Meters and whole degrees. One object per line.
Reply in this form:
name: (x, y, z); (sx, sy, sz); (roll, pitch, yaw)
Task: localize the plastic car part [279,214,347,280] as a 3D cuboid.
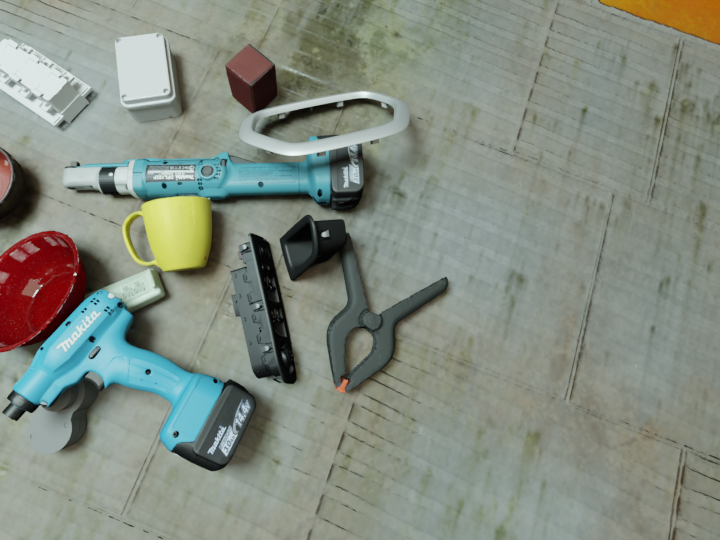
plastic car part: (-0.056, -0.037, 0.571); (0.068, 0.119, 0.067); (-12, 80, -33)

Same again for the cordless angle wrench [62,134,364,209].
cordless angle wrench: (-0.210, -0.134, 0.603); (0.422, 0.073, 0.099); (-2, 78, -1)

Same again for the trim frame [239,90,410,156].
trim frame: (-0.048, -0.211, 0.595); (0.244, 0.026, 0.194); (-19, 44, -14)

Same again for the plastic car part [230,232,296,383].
plastic car part: (-0.133, 0.056, 0.563); (0.067, 0.065, 0.207); (-19, 78, 1)

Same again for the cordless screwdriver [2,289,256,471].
cordless screwdriver: (-0.258, 0.151, 0.492); (0.247, 0.075, 0.159); (34, 60, -4)
